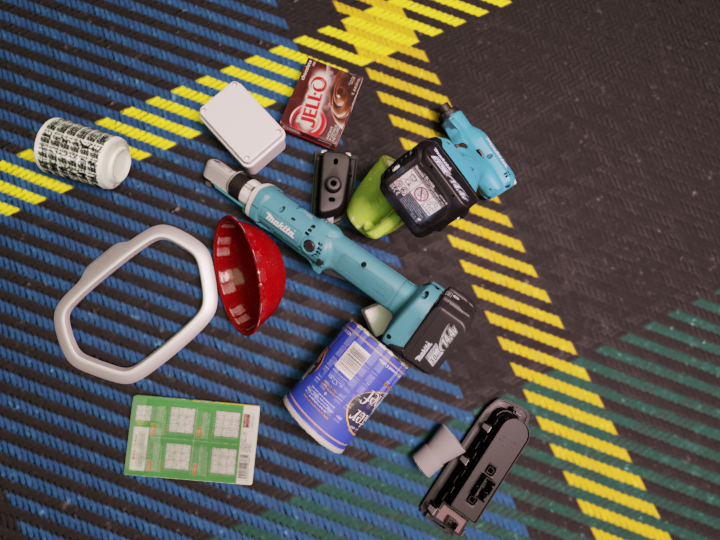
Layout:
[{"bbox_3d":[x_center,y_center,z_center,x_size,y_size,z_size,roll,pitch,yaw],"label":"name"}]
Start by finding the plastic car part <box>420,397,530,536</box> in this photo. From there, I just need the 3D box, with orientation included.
[{"bbox_3d":[0.165,0.269,0.578,0.067,0.066,0.203,34,81,6],"label":"plastic car part"}]

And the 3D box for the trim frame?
[{"bbox_3d":[-0.320,0.046,0.609,0.248,0.027,0.185,-41,87,-3],"label":"trim frame"}]

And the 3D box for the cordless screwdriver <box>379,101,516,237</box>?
[{"bbox_3d":[0.113,-0.147,0.556,0.160,0.076,0.242,56,41,2],"label":"cordless screwdriver"}]

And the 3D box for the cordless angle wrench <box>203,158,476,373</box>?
[{"bbox_3d":[-0.055,-0.036,0.566,0.436,0.072,0.097,36,117,16],"label":"cordless angle wrench"}]

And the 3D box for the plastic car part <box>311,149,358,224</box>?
[{"bbox_3d":[-0.039,-0.125,0.611,0.066,0.070,0.117,6,81,-2],"label":"plastic car part"}]
